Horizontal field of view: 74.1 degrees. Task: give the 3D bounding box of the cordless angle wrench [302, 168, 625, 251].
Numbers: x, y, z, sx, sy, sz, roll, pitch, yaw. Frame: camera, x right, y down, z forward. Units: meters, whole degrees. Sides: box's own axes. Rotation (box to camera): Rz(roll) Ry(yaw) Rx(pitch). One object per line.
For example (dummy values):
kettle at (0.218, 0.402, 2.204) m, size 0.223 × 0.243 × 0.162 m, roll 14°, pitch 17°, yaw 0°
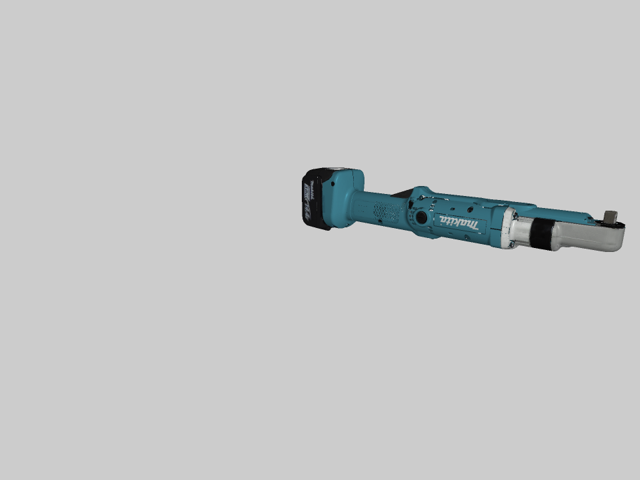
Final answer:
cordless angle wrench at (0.146, -0.035, 0.560) m, size 0.423 × 0.098 × 0.074 m, roll 14°, pitch 20°, yaw 42°
